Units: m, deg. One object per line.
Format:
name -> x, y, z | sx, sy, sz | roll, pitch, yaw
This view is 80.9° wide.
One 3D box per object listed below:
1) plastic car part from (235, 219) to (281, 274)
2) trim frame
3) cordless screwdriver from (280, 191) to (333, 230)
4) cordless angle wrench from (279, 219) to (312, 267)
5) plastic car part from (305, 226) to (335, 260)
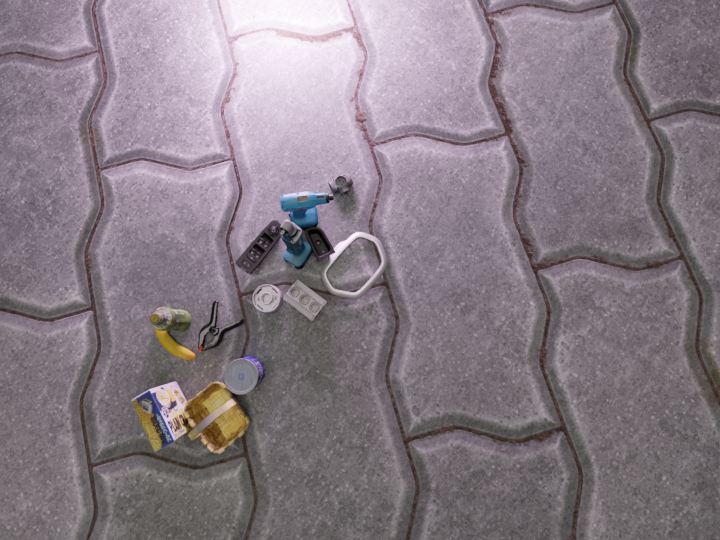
plastic car part -> -0.333, -0.080, 1.436 | 0.067, 0.066, 0.203 | 36, 81, 5
trim frame -> -0.021, -0.017, 1.434 | 0.187, 0.027, 0.248 | 40, 82, 9
cordless screwdriver -> -0.166, -0.196, 1.364 | 0.159, 0.246, 0.075 | -7, 82, -3
cordless angle wrench -> -0.197, -0.085, 1.254 | 0.075, 0.419, 0.098 | 32, 81, 1
plastic car part -> -0.140, -0.092, 1.431 | 0.066, 0.070, 0.119 | -27, 80, -6
